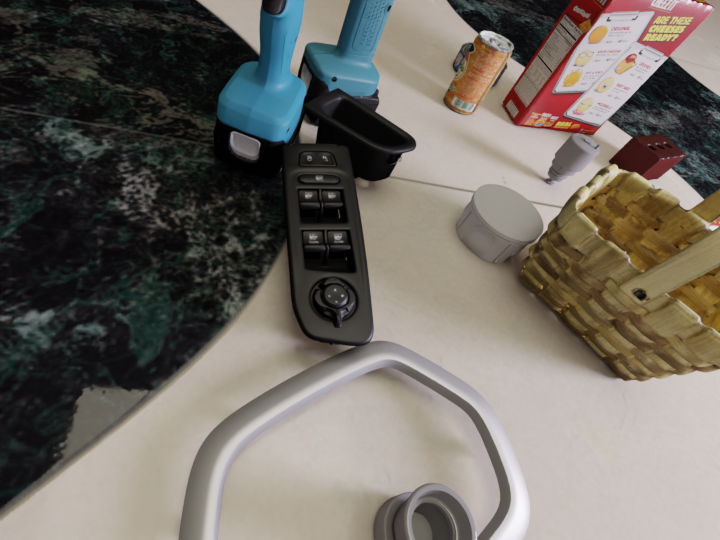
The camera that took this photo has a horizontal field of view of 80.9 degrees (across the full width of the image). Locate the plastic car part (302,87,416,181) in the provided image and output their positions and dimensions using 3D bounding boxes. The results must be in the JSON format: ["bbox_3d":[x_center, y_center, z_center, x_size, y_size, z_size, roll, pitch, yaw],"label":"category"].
[{"bbox_3d":[-0.006,-0.138,0.467,0.119,0.070,0.065,39,51,12],"label":"plastic car part"}]

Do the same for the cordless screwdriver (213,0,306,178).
[{"bbox_3d":[-0.081,-0.184,0.363,0.074,0.247,0.162,21,50,-7],"label":"cordless screwdriver"}]

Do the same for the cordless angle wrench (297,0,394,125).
[{"bbox_3d":[0.030,-0.329,0.400,0.095,0.420,0.077,-6,59,-27],"label":"cordless angle wrench"}]

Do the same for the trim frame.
[{"bbox_3d":[0.004,0.149,0.275,0.241,0.027,0.191,-23,63,-31],"label":"trim frame"}]

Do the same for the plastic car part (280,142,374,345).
[{"bbox_3d":[-0.036,-0.024,0.371,0.064,0.066,0.210,3,53,-19],"label":"plastic car part"}]
